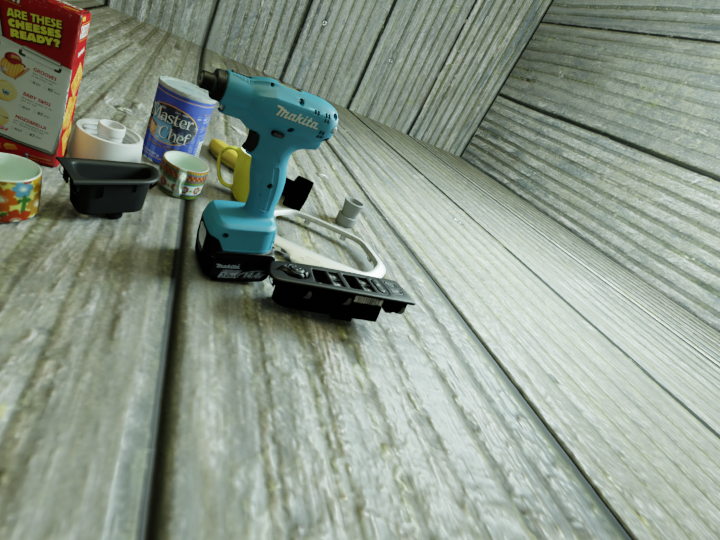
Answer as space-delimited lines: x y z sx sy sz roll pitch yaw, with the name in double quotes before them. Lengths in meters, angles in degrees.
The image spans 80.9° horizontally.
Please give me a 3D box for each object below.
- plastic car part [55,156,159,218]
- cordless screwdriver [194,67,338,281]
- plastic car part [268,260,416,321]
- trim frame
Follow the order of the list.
"plastic car part" -0.319 -0.100 0.541 0.069 0.070 0.111 41 28 28
"cordless screwdriver" -0.143 -0.106 0.509 0.151 0.247 0.078 10 30 -35
"plastic car part" -0.033 0.030 0.563 0.195 0.067 0.069 15 26 -23
"trim frame" -0.071 -0.047 0.728 0.247 0.027 0.186 24 24 -4
